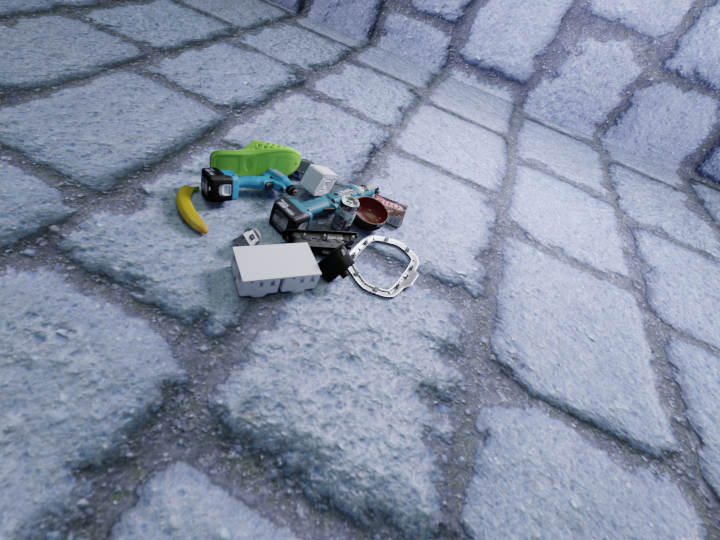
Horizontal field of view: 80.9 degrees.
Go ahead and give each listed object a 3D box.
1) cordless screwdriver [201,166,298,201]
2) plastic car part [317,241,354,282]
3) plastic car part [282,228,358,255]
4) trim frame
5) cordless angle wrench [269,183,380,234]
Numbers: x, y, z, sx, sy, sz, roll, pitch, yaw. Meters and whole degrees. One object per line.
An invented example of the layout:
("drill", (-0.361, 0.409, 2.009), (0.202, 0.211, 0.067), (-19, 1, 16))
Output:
("cordless screwdriver", (-0.304, -0.235, 1.169), (0.239, 0.073, 0.169), (-12, 32, -35))
("plastic car part", (-0.059, -0.010, 1.028), (0.064, 0.119, 0.071), (-34, 90, -44))
("plastic car part", (-0.108, -0.071, 1.109), (0.197, 0.067, 0.068), (6, 69, -17))
("trim frame", (0.065, -0.020, 1.141), (0.189, 0.027, 0.245), (32, 41, 12))
("cordless angle wrench", (-0.082, -0.203, 1.252), (0.102, 0.073, 0.410), (42, 43, 20))
